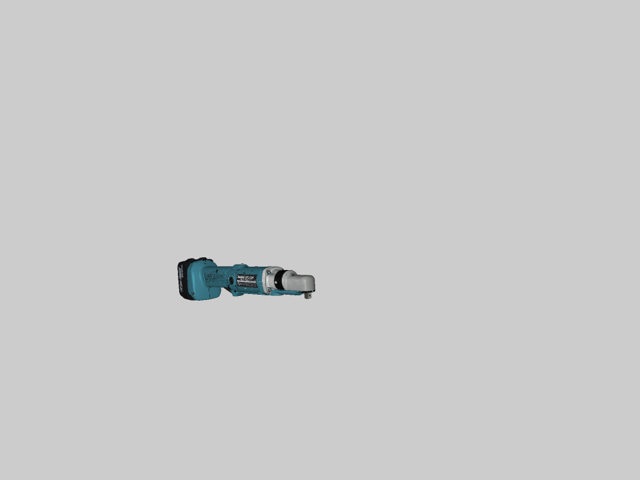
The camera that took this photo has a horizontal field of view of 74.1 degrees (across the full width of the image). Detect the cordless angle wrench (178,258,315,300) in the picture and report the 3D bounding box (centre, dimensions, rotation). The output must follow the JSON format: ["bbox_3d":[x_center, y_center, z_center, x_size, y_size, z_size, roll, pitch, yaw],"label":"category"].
[{"bbox_3d":[-0.163,0.083,0.876,0.074,0.098,0.424,-4,0,-45],"label":"cordless angle wrench"}]
